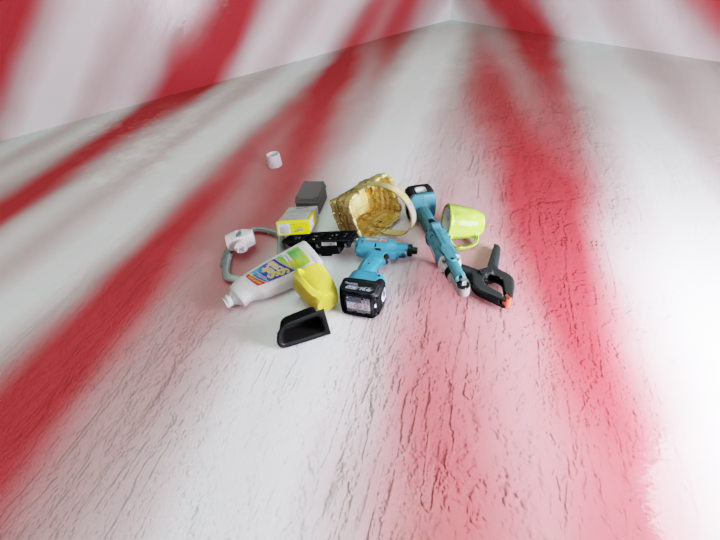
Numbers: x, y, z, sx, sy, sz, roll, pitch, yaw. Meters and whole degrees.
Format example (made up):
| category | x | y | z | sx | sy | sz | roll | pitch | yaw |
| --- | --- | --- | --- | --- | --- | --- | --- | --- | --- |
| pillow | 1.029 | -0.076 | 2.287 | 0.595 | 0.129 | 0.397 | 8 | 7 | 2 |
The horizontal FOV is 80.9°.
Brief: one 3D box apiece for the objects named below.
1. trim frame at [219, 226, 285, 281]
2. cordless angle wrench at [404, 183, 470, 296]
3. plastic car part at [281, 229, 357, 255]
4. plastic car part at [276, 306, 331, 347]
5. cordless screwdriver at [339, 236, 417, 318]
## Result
| category | x | y | z | sx | sy | sz | roll | pitch | yaw |
| --- | --- | --- | --- | --- | --- | --- | --- | --- | --- |
| trim frame | -0.301 | -0.048 | 1.178 | 0.185 | 0.026 | 0.258 | -8 | 42 | 0 |
| cordless angle wrench | 0.189 | -0.080 | 1.042 | 0.074 | 0.094 | 0.438 | -9 | 37 | -2 |
| plastic car part | -0.111 | -0.072 | 1.132 | 0.210 | 0.065 | 0.066 | 3 | 35 | 20 |
| plastic car part | -0.133 | 0.116 | 0.930 | 0.116 | 0.064 | 0.074 | -17 | 25 | -5 |
| cordless screwdriver | 0.045 | 0.004 | 1.012 | 0.164 | 0.072 | 0.251 | 3 | 38 | 14 |
